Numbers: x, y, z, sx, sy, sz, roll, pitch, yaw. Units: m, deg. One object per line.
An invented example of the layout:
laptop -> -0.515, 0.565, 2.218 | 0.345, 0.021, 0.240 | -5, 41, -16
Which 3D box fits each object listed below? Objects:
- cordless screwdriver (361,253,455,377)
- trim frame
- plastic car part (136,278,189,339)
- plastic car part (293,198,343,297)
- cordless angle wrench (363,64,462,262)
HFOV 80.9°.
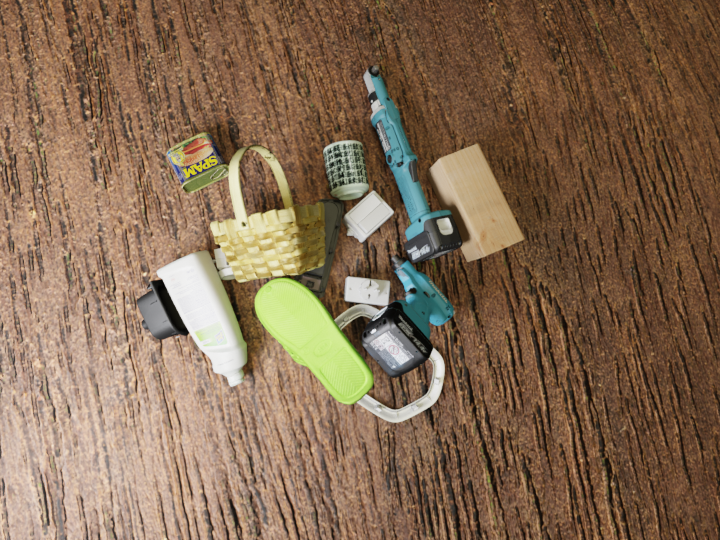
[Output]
cordless screwdriver -> 0.078, 0.064, 0.746 | 0.161, 0.243, 0.075 | 49, 120, 3
trim frame -> 0.045, 0.175, 0.815 | 0.251, 0.027, 0.184 | 34, 79, 4
plastic car part -> -0.379, 0.082, 0.793 | 0.071, 0.065, 0.117 | -23, 87, 6
plastic car part -> -0.081, -0.053, 0.831 | 0.067, 0.066, 0.204 | 13, 77, 3
cordless angle wrench -> 0.083, -0.229, 0.859 | 0.072, 0.099, 0.431 | -11, 76, -27
